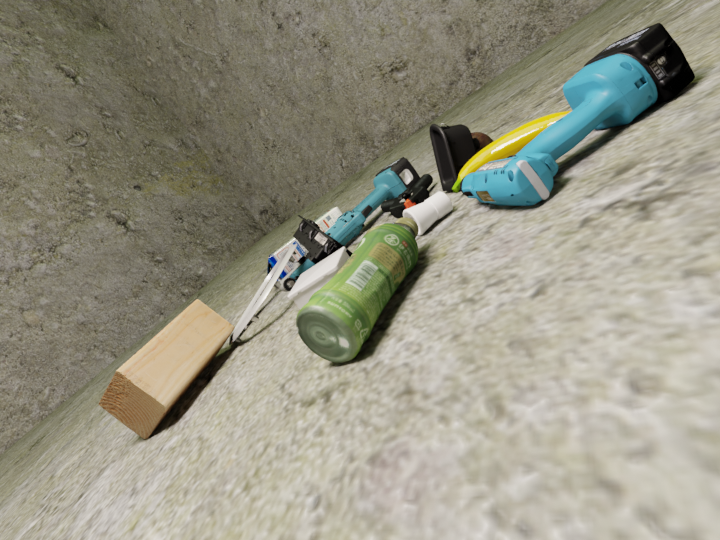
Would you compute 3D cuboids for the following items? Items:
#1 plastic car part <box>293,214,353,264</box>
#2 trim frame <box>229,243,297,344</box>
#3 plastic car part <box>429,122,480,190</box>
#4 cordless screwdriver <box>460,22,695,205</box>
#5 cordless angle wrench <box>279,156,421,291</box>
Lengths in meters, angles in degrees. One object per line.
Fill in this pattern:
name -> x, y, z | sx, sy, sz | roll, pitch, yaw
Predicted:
plastic car part -> -0.078, -0.051, 0.794 | 0.067, 0.063, 0.213 | -58, 33, 9
trim frame -> -0.185, 0.042, 0.826 | 0.186, 0.027, 0.251 | -44, 18, 38
plastic car part -> 0.167, -0.199, 0.716 | 0.070, 0.115, 0.067 | -14, 8, -8
cordless screwdriver -> 0.237, -0.169, 0.508 | 0.248, 0.073, 0.162 | -41, 13, -1
cordless angle wrench -> -0.024, -0.098, 0.918 | 0.419, 0.073, 0.101 | -46, 16, -27
